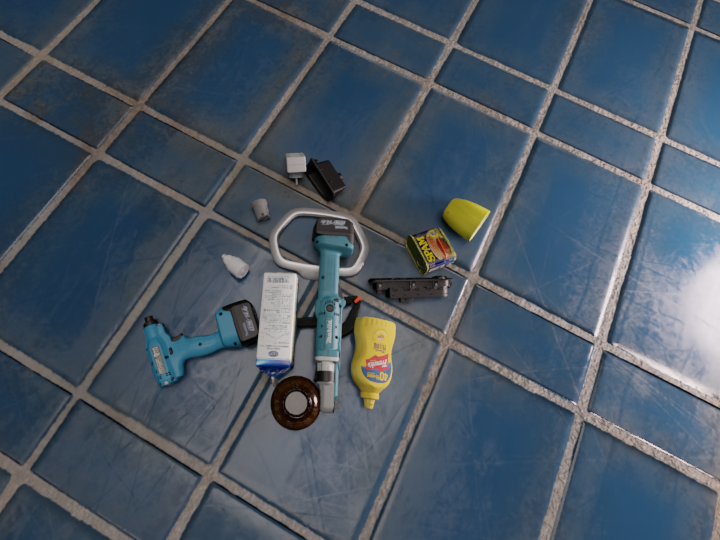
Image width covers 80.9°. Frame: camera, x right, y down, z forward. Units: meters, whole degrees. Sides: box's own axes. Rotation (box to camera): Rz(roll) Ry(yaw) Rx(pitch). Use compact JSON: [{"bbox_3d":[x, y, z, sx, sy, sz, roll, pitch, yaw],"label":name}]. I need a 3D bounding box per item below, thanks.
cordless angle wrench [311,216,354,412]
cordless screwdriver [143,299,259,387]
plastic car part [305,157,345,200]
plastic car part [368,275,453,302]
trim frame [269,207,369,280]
[{"bbox_3d":[-0.068,0.088,0.935,0.097,0.073,0.432,3,68,-5],"label":"cordless angle wrench"},{"bbox_3d":[-0.352,0.134,0.938,0.247,0.073,0.163,-24,75,-8],"label":"cordless screwdriver"},{"bbox_3d":[-0.083,-0.238,1.095,0.069,0.066,0.119,-31,80,-29],"label":"plastic car part"},{"bbox_3d":[0.125,0.041,1.005,0.201,0.066,0.068,-5,83,-6],"label":"plastic car part"},{"bbox_3d":[-0.102,-0.067,1.047,0.247,0.027,0.187,7,70,-3],"label":"trim frame"}]
